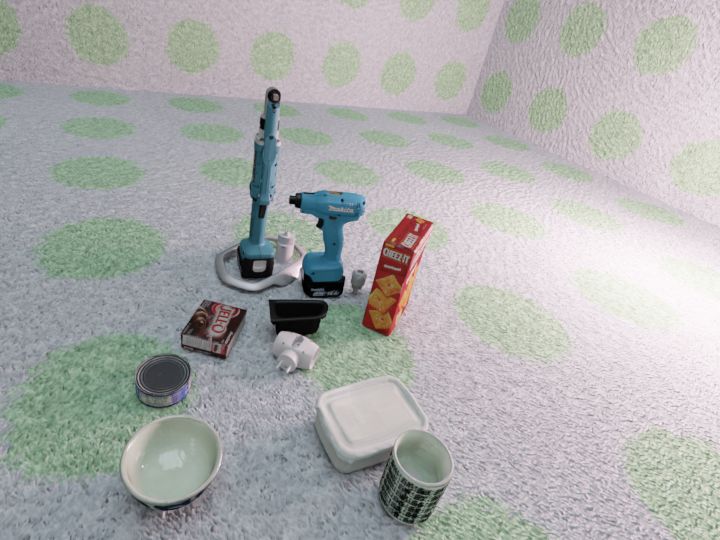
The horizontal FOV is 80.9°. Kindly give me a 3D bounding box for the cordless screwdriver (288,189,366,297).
[{"bbox_3d":[-0.090,-0.059,0.923,0.156,0.244,0.077,4,32,-15],"label":"cordless screwdriver"}]

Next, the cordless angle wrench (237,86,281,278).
[{"bbox_3d":[-0.210,-0.176,0.909,0.072,0.415,0.103,-1,34,-24],"label":"cordless angle wrench"}]

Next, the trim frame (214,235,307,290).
[{"bbox_3d":[-0.236,-0.022,1.026,0.192,0.027,0.242,27,35,23],"label":"trim frame"}]

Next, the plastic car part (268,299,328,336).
[{"bbox_3d":[-0.123,0.099,0.828,0.114,0.069,0.069,3,33,-15],"label":"plastic car part"}]
